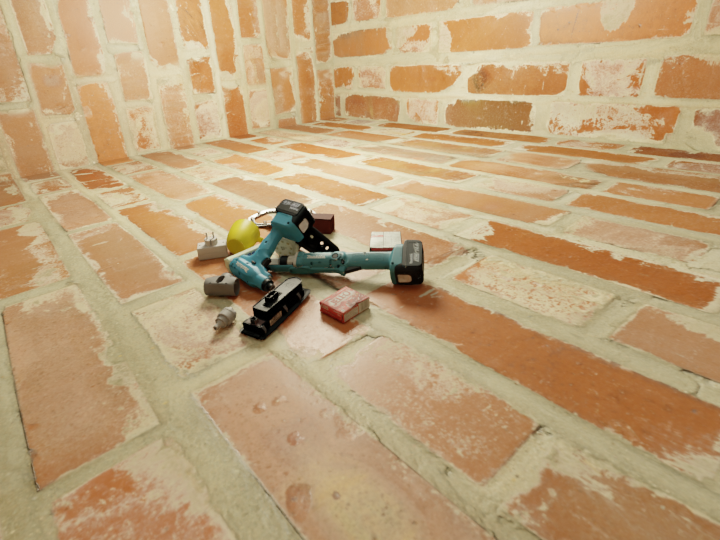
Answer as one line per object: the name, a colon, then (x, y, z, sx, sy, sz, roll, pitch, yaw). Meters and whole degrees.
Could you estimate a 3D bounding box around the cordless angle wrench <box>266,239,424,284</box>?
cordless angle wrench: (-0.057, -0.019, 1.072, 0.435, 0.071, 0.100, 0, 52, 17)

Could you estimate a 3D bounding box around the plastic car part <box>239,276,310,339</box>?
plastic car part: (-0.185, 0.071, 0.939, 0.069, 0.065, 0.199, 4, 25, 29)

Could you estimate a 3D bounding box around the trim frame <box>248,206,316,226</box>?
trim frame: (-0.272, -0.189, 1.482, 0.251, 0.027, 0.187, 1, 29, 6)

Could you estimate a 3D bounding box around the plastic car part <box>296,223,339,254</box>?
plastic car part: (-0.116, -0.076, 1.188, 0.115, 0.066, 0.072, 36, 9, -8)

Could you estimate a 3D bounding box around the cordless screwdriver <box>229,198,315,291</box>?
cordless screwdriver: (-0.211, -0.062, 1.085, 0.168, 0.070, 0.248, 25, 71, 38)
